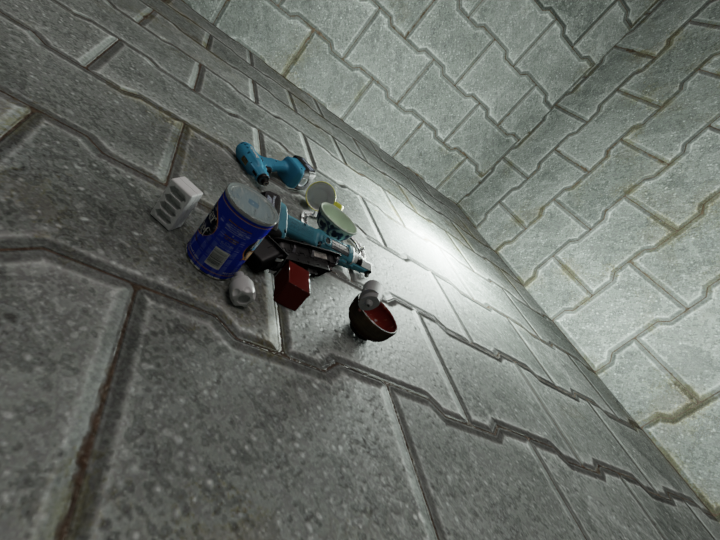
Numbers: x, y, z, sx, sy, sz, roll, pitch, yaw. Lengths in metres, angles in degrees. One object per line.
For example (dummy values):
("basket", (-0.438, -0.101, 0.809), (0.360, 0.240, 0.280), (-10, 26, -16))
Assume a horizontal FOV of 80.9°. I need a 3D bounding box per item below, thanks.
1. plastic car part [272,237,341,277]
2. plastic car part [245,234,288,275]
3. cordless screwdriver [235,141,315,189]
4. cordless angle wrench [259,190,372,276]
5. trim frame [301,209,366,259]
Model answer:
("plastic car part", (-0.129, -0.022, 0.928), (0.192, 0.068, 0.069), (21, 57, -44))
("plastic car part", (-0.211, -0.039, 0.828), (0.119, 0.066, 0.069), (42, 36, 11))
("cordless screwdriver", (-0.234, -0.286, 1.230), (0.236, 0.075, 0.166), (3, 44, -51))
("cordless angle wrench", (-0.100, -0.065, 1.020), (0.399, 0.077, 0.100), (25, 61, -46))
("trim frame", (-0.074, -0.100, 1.202), (0.235, 0.028, 0.193), (19, 32, -47))
